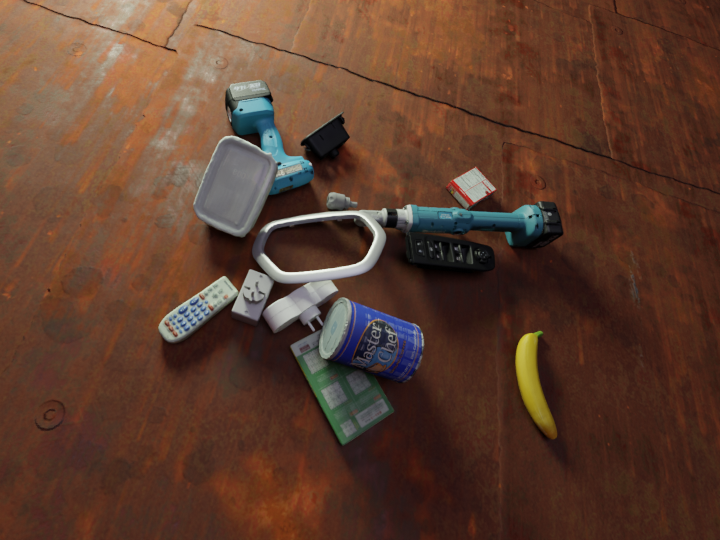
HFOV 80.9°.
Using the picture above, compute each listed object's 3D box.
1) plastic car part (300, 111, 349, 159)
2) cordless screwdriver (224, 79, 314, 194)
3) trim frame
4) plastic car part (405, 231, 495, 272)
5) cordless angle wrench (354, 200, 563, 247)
[{"bbox_3d":[-0.070,-0.280,0.921,0.070,0.067,0.115,48,66,-6],"label":"plastic car part"},{"bbox_3d":[-0.216,-0.266,0.871,0.156,0.074,0.255,-22,75,-21],"label":"cordless screwdriver"},{"bbox_3d":[-0.076,-0.050,0.782,0.248,0.026,0.191,-10,49,-1],"label":"trim frame"},{"bbox_3d":[0.174,-0.024,0.837,0.198,0.066,0.068,4,57,-16],"label":"plastic car part"},{"bbox_3d":[0.197,-0.100,0.871,0.417,0.097,0.076,2,69,-8],"label":"cordless angle wrench"}]
